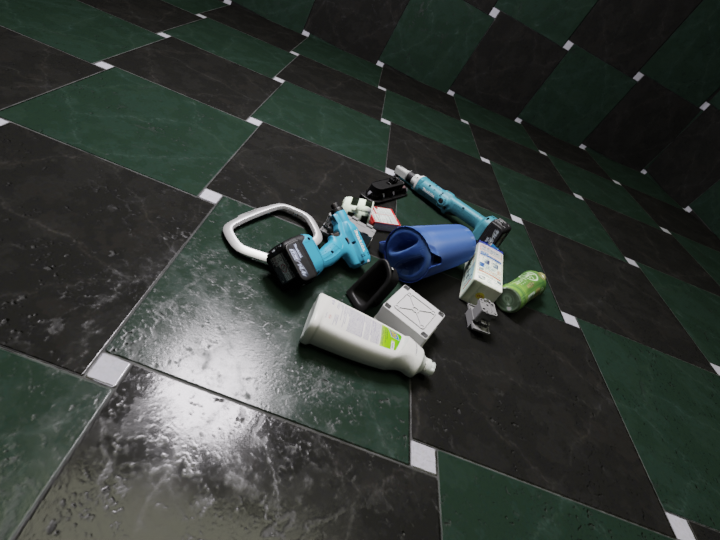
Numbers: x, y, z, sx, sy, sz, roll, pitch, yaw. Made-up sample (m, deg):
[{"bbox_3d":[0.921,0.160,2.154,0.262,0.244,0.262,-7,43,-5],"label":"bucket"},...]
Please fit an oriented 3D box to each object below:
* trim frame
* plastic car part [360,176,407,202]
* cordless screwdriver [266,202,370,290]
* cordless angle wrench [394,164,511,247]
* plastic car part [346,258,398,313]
[{"bbox_3d":[-0.195,-0.090,0.965,0.191,0.027,0.243,35,41,18],"label":"trim frame"},{"bbox_3d":[0.082,-0.253,1.306,0.068,0.067,0.197,48,44,16],"label":"plastic car part"},{"bbox_3d":[-0.089,-0.058,0.908,0.240,0.076,0.161,-21,84,-47],"label":"cordless screwdriver"},{"bbox_3d":[0.269,-0.222,1.348,0.071,0.097,0.444,-14,47,-46],"label":"cordless angle wrench"},{"bbox_3d":[0.039,0.034,0.888,0.067,0.117,0.069,21,29,-51],"label":"plastic car part"}]
